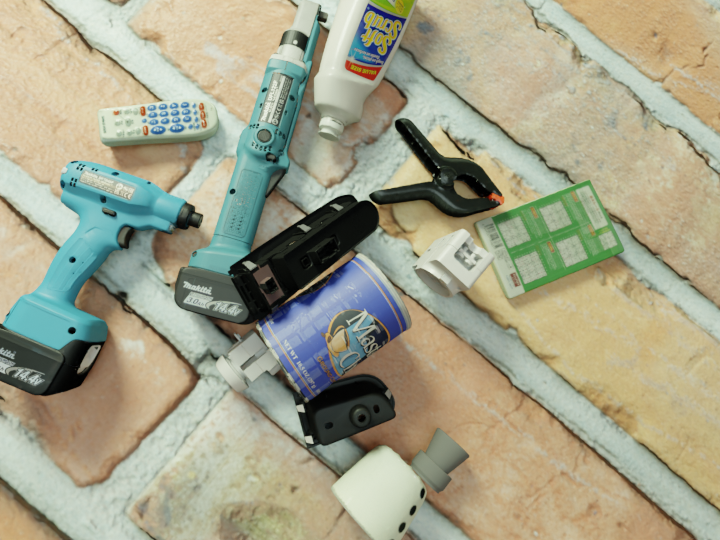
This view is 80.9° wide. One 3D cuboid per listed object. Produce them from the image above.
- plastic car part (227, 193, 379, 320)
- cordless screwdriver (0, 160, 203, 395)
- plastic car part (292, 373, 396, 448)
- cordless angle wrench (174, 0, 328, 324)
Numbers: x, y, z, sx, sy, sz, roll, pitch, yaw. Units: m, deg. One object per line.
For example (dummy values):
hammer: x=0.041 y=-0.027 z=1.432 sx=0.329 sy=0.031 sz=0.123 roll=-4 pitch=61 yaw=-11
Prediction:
plastic car part: x=-0.046 y=-0.030 z=0.469 sx=0.199 sy=0.069 sz=0.065 roll=-42 pitch=106 yaw=-39
cordless screwdriver: x=-0.290 y=0.009 z=0.471 sx=0.158 sy=0.074 sz=0.250 roll=18 pitch=76 yaw=-4
plastic car part: x=-0.012 y=0.160 z=0.477 sx=0.116 sy=0.071 sz=0.066 roll=-16 pitch=87 yaw=-6
cordless angle wrench: x=-0.115 y=-0.150 z=0.515 sx=0.097 sy=0.074 sz=0.426 roll=15 pitch=78 yaw=-6
